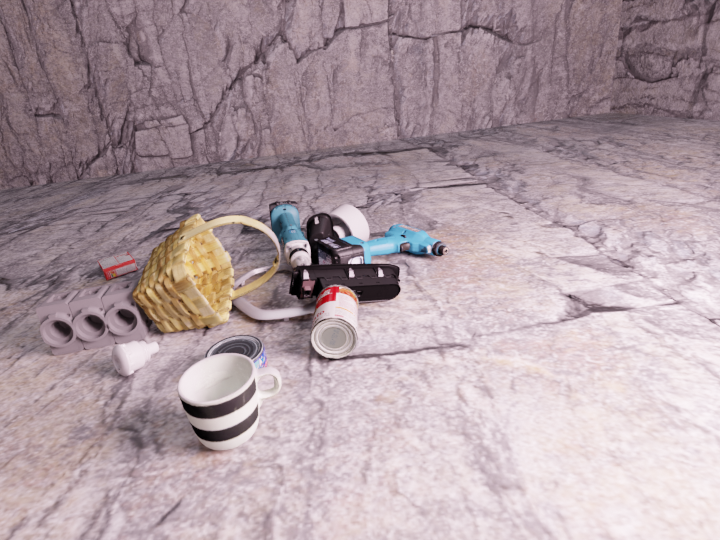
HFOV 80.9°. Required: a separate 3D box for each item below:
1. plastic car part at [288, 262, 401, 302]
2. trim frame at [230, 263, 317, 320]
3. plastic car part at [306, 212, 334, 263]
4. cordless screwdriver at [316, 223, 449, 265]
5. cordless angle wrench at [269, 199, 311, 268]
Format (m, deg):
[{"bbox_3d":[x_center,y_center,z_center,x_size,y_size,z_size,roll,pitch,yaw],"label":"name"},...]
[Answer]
[{"bbox_3d":[-0.014,0.024,0.717,0.196,0.065,0.071,-5,33,-23],"label":"plastic car part"},{"bbox_3d":[-0.153,0.036,0.805,0.179,0.027,0.262,-23,27,-30],"label":"trim frame"},{"bbox_3d":[-0.089,-0.058,0.907,0.067,0.112,0.073,1,45,5],"label":"plastic car part"},{"bbox_3d":[0.044,-0.037,0.860,0.241,0.073,0.168,-17,25,-30],"label":"cordless screwdriver"},{"bbox_3d":[-0.151,-0.070,0.935,0.073,0.096,0.439,-8,22,-12],"label":"cordless angle wrench"}]
